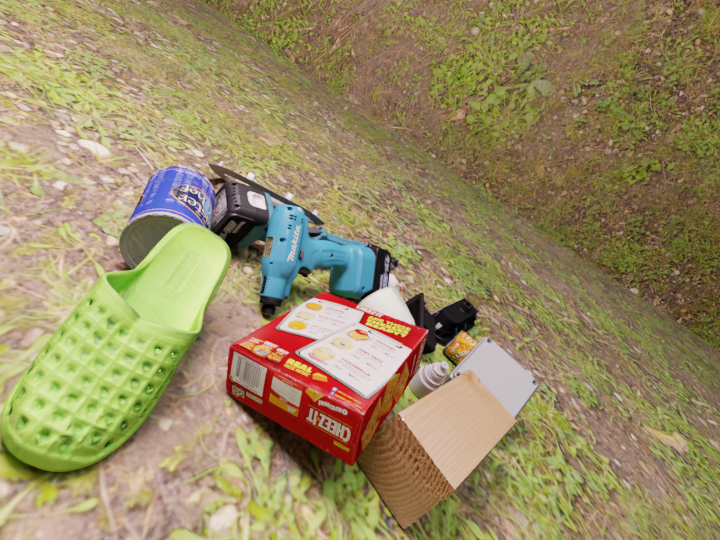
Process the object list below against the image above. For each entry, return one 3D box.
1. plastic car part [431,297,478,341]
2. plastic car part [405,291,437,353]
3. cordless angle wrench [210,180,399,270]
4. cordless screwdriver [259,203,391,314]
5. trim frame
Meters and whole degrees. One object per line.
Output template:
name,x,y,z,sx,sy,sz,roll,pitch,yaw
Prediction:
plastic car part,0.196,0.096,0.866,0.195,0.067,0.068,-14,61,-53
plastic car part,0.106,0.106,0.754,0.069,0.067,0.119,42,26,-19
cordless angle wrench,-0.076,-0.050,0.778,0.400,0.099,0.077,16,47,-41
cordless screwdriver,-0.056,0.006,0.680,0.078,0.160,0.235,1,-13,43
trim frame,-0.178,-0.147,0.811,0.245,0.027,0.187,25,-3,-9
